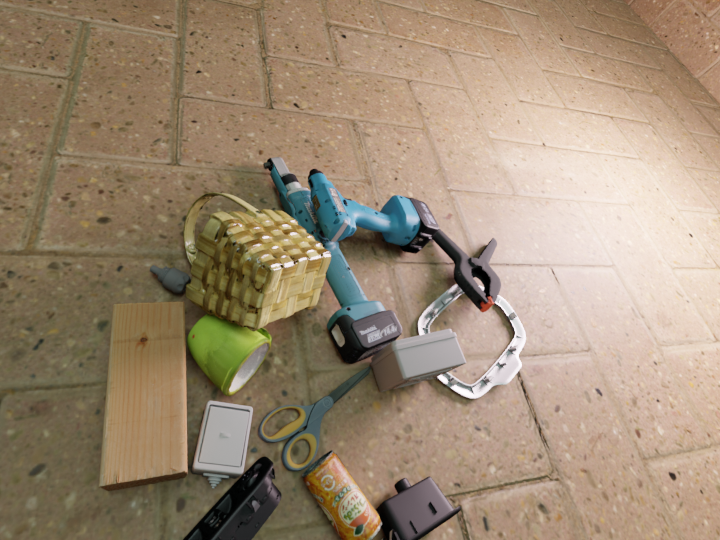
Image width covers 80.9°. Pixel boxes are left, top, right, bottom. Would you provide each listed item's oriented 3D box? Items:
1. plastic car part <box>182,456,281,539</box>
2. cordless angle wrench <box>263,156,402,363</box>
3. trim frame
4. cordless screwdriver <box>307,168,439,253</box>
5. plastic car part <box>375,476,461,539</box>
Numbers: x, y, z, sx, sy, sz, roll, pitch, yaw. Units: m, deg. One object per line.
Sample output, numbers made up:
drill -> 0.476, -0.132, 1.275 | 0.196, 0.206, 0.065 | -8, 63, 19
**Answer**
plastic car part -> -0.162, 0.312, 0.489 | 0.067, 0.067, 0.201 | 44, 53, -4
cordless angle wrench -> -0.074, -0.048, 0.756 | 0.095, 0.074, 0.440 | -15, 62, -29
trim frame -> 0.210, 0.118, 0.774 | 0.242, 0.027, 0.189 | -32, 74, -35
cordless screwdriver -> 0.018, -0.115, 0.794 | 0.237, 0.074, 0.166 | 6, 45, -33
plastic car part -> 0.068, 0.323, 0.571 | 0.112, 0.065, 0.074 | -16, 52, -32
